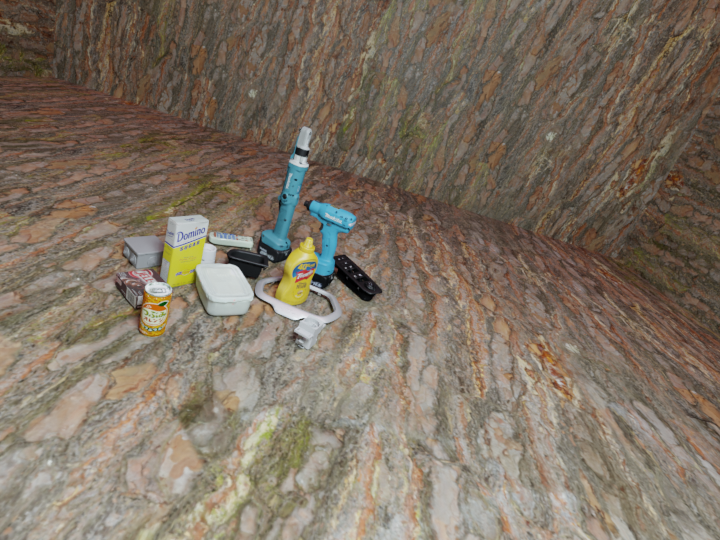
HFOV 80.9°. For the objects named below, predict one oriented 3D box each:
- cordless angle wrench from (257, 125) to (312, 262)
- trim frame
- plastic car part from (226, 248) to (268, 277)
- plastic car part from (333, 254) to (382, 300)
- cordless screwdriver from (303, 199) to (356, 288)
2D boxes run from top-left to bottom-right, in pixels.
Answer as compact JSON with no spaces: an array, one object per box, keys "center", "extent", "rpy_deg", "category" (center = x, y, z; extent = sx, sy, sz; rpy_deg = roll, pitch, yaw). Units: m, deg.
[{"center":[-0.217,-0.226,1.287],"extent":[0.102,0.418,0.072],"rpy_deg":[31,25,23],"category":"cordless angle wrench"},{"center":[-0.169,0.077,1.150],"extent":[0.253,0.027,0.183],"rpy_deg":[22,24,8],"category":"trim frame"},{"center":[-0.322,-0.013,1.184],"extent":[0.113,0.070,0.069],"rpy_deg":[11,24,-17],"category":"plastic car part"},{"center":[-0.020,0.027,1.312],"extent":[0.063,0.066,0.215],"rpy_deg":[-4,32,-43],"category":"plastic car part"},{"center":[-0.122,-0.080,1.250],"extent":[0.164,0.246,0.073],"rpy_deg":[26,23,14],"category":"cordless screwdriver"}]
